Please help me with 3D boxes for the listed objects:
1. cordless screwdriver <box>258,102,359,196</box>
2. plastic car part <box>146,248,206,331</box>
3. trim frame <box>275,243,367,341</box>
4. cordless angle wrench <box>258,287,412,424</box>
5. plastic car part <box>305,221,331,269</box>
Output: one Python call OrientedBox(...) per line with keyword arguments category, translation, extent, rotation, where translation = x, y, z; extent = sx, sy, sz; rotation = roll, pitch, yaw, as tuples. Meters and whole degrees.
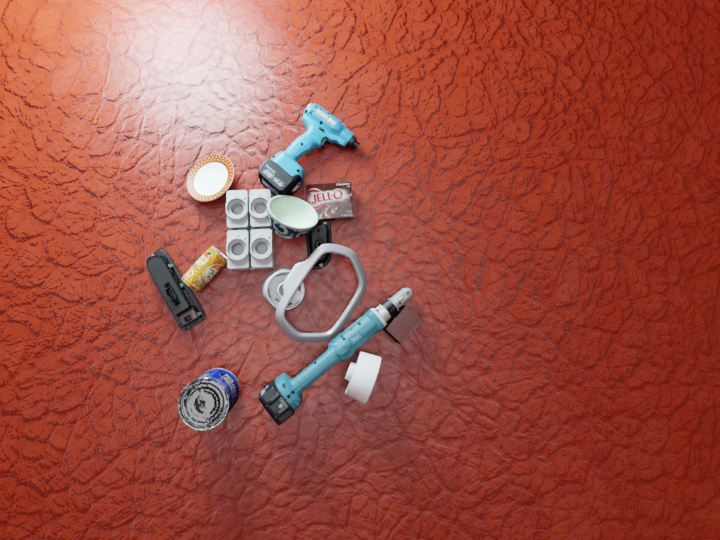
OrientedBox(category="cordless screwdriver", translation=(-0.127, -0.280, 1.041), extent=(0.160, 0.074, 0.248), rotation=(36, 78, 2))
OrientedBox(category="plastic car part", translation=(-0.445, 0.042, 0.989), extent=(0.066, 0.066, 0.206), rotation=(-32, 81, -1))
OrientedBox(category="trim frame", translation=(-0.089, 0.055, 0.980), extent=(0.177, 0.028, 0.248), rotation=(33, 91, -20))
OrientedBox(category="cordless angle wrench", translation=(-0.042, 0.175, 0.966), extent=(0.420, 0.098, 0.074), rotation=(-39, 91, -10))
OrientedBox(category="plastic car part", translation=(-0.099, -0.064, 1.008), extent=(0.066, 0.070, 0.118), rotation=(-3, 79, -3))
